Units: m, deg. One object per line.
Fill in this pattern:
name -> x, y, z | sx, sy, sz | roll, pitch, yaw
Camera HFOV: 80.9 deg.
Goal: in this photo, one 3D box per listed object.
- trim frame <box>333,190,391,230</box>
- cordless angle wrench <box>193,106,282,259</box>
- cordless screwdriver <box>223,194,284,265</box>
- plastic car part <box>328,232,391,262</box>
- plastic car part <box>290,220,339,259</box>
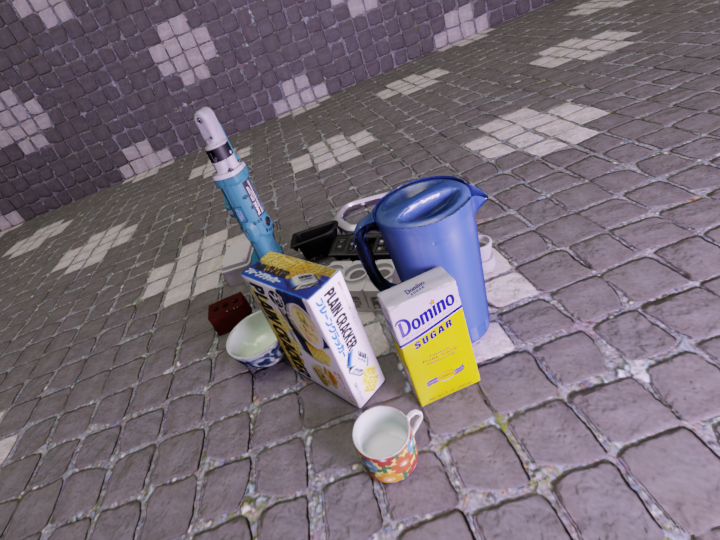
trim frame -> 0.050, -0.156, 1.063 | 0.253, 0.026, 0.188 | -14, 34, 14
cordless angle wrench -> -0.186, -0.084, 0.754 | 0.077, 0.406, 0.099 | -7, 33, 23
cordless screwdriver -> -0.228, -0.079, 0.927 | 0.074, 0.239, 0.167 | -25, 31, -7
plastic car part -> 0.039, -0.038, 0.865 | 0.211, 0.064, 0.066 | -3, 36, 28
plastic car part -> -0.096, -0.063, 0.981 | 0.118, 0.068, 0.068 | -15, 32, 11
